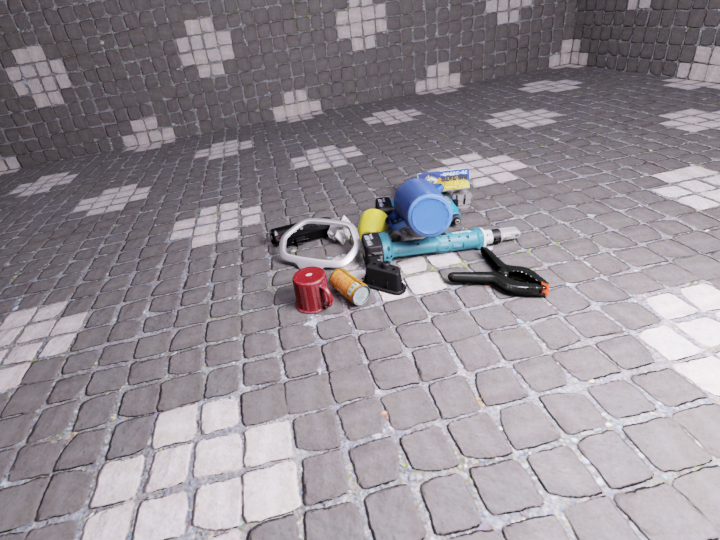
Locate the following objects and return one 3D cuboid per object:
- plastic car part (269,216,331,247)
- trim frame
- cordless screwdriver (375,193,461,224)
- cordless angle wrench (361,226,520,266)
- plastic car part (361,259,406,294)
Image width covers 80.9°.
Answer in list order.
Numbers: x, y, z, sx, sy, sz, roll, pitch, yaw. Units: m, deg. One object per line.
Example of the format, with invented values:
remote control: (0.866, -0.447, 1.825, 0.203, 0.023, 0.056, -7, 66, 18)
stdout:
plastic car part: (-0.174, -0.115, 1.303, 0.200, 0.064, 0.071, -18, 42, -13)
trim frame: (-0.118, -0.077, 1.208, 0.257, 0.026, 0.186, 8, 55, 20)
cordless screwdriver: (0.173, -0.175, 1.297, 0.248, 0.072, 0.164, -6, 32, -2)
cordless angle wrench: (0.218, -0.075, 1.135, 0.423, 0.072, 0.101, -7, 31, 0)
plastic car part: (0.059, 0.008, 1.043, 0.123, 0.068, 0.065, 13, 38, 36)
